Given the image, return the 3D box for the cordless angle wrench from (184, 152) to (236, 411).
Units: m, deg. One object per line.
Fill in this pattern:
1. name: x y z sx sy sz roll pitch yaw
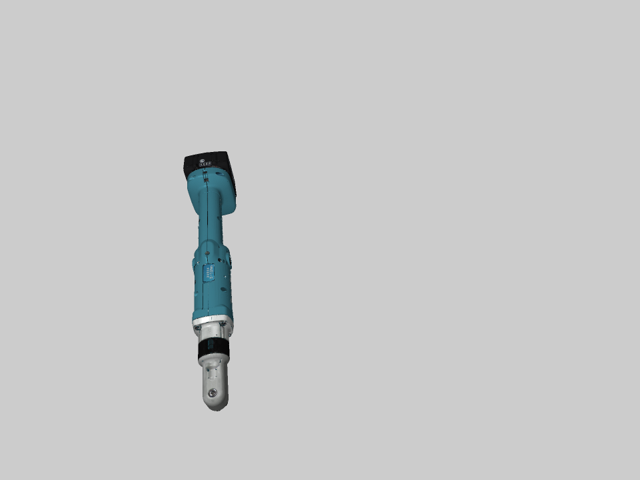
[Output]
1. cordless angle wrench: -0.160 0.035 0.630 0.074 0.421 0.098 -9 -38 -4
